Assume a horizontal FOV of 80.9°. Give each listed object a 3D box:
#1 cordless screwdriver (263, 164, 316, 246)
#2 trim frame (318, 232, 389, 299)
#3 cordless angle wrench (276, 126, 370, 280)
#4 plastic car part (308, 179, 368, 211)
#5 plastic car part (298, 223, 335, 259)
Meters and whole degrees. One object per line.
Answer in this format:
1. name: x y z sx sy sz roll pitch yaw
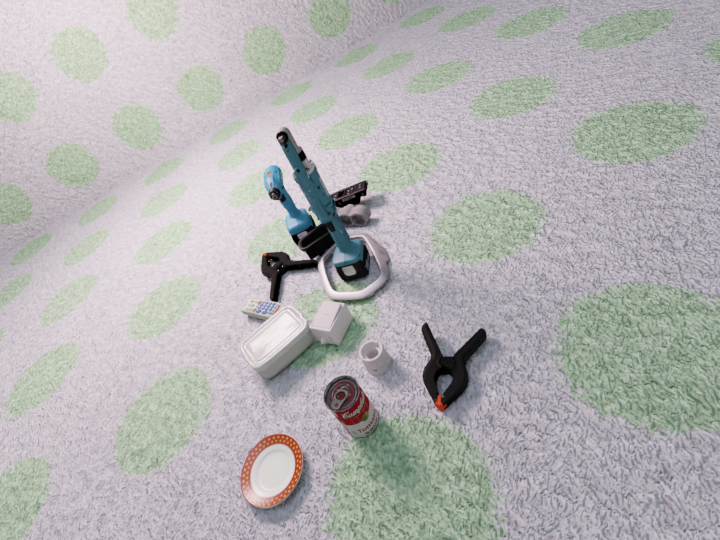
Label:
1. cordless screwdriver: -0.203 -0.172 1.218 0.075 0.237 0.166 -24 37 6
2. trim frame: -0.019 -0.013 1.095 0.185 0.026 0.260 -27 38 4
3. cordless angle wrench: -0.086 -0.147 0.982 0.076 0.402 0.100 -14 39 19
4. plastic car part: -0.065 -0.216 1.318 0.208 0.064 0.068 -14 40 19
5. plastic car part: -0.117 -0.076 1.195 0.116 0.067 0.070 -39 38 -12
